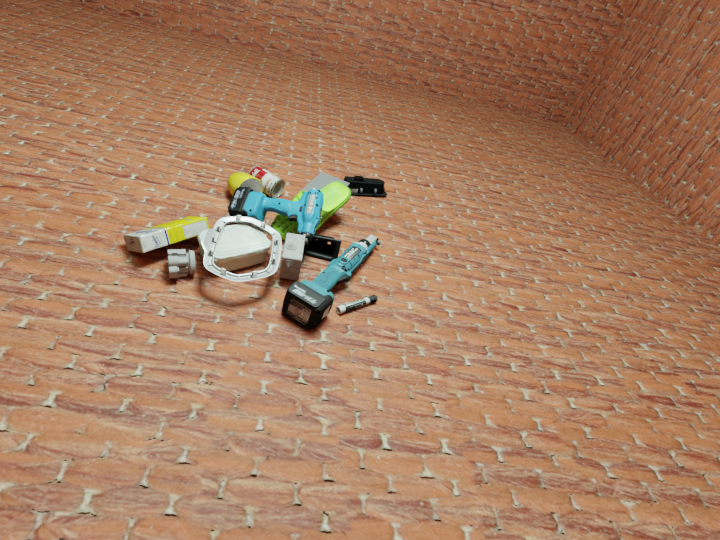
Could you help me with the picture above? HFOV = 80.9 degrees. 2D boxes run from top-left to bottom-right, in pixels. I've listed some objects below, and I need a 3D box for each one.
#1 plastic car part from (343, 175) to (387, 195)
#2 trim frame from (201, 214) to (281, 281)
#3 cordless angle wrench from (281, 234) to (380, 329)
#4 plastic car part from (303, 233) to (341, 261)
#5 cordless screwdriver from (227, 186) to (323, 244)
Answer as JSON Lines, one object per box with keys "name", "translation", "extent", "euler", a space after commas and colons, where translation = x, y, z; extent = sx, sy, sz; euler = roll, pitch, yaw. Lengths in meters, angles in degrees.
{"name": "plastic car part", "translation": [0.002, -0.301, 1.490], "extent": [0.196, 0.066, 0.069], "euler": [4, 32, -21]}
{"name": "trim frame", "translation": [-0.278, -0.060, 0.997], "extent": [0.181, 0.027, 0.256], "euler": [8, 39, -9]}
{"name": "cordless angle wrench", "translation": [-0.049, -0.004, 1.080], "extent": [0.101, 0.073, 0.417], "euler": [27, 36, 12]}
{"name": "plastic car part", "translation": [-0.113, -0.074, 1.159], "extent": [0.117, 0.065, 0.072], "euler": [13, 21, 0]}
{"name": "cordless screwdriver", "translation": [-0.229, -0.147, 1.131], "extent": [0.254, 0.071, 0.162], "euler": [3, 62, 12]}
